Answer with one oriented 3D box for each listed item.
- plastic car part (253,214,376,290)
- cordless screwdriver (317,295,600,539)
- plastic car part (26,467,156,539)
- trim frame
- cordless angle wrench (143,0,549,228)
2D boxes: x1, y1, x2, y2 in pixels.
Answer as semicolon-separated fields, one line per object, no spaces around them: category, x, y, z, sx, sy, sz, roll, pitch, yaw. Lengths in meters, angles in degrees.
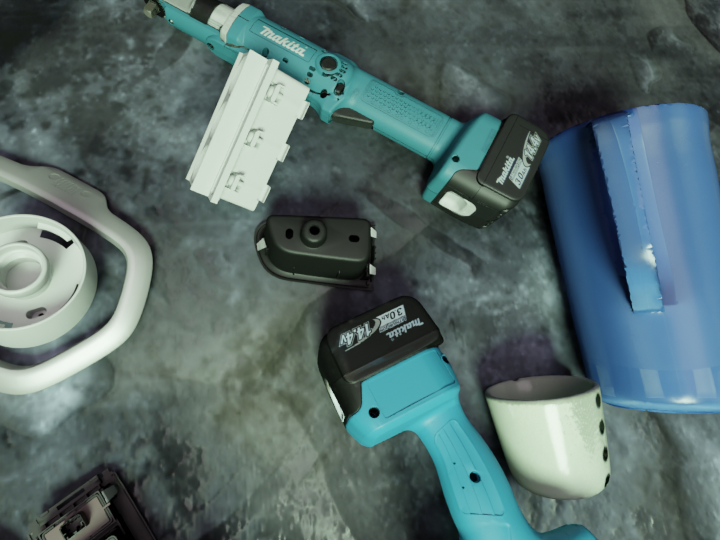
plastic car part;-0.037;-0.024;0.375;0.115;0.071;0.067;5;74;-9
cordless screwdriver;0.046;0.152;0.294;0.157;0.072;0.260;-28;63;-16
plastic car part;-0.152;0.246;0.291;0.065;0.068;0.205;-31;84;-35
trim frame;-0.302;-0.007;0.365;0.250;0.027;0.184;26;74;3
cordless angle wrench;-0.034;-0.187;0.424;0.427;0.073;0.098;30;74;5
